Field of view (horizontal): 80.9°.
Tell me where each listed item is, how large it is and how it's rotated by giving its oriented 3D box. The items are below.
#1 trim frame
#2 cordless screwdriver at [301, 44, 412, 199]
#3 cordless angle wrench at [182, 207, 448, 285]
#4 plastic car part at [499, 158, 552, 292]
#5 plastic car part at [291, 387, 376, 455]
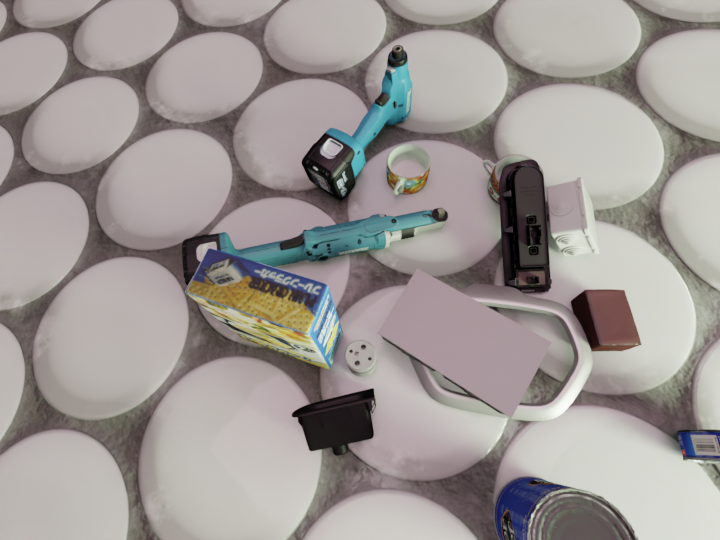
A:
[{"bbox_3d":[0.188,0.108,0.598,0.255,0.026,0.186,4,73,15],"label":"trim frame"},{"bbox_3d":[0.004,-0.252,0.723,0.077,0.154,0.248,35,77,16],"label":"cordless screwdriver"},{"bbox_3d":[-0.067,-0.044,0.684,0.422,0.095,0.077,-12,67,-2],"label":"cordless angle wrench"},{"bbox_3d":[0.245,-0.068,0.627,0.068,0.065,0.204,-4,84,13],"label":"plastic car part"},{"bbox_3d":[-0.028,0.212,0.579,0.117,0.065,0.072,-18,81,2],"label":"plastic car part"}]
